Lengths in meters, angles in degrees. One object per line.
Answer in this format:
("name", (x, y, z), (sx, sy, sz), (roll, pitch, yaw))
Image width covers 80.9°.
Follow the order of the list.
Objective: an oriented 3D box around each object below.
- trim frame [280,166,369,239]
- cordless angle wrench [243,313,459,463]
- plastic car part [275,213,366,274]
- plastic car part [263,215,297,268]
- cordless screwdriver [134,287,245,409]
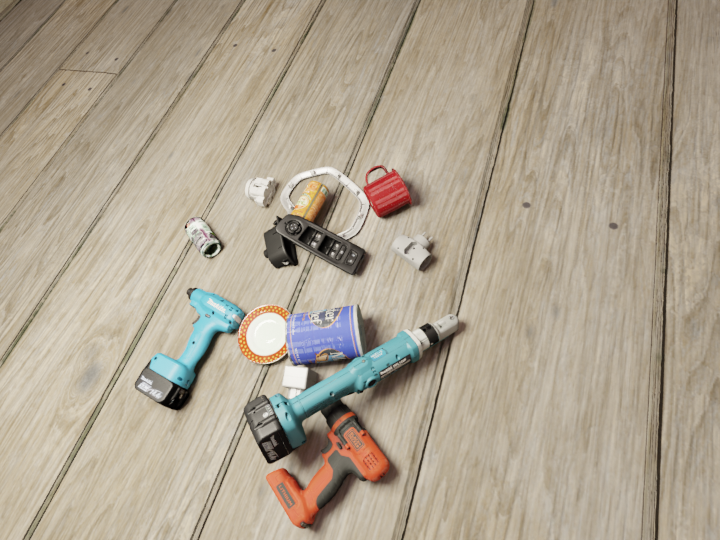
("trim frame", (-0.092, -0.165, 1.033), (0.183, 0.026, 0.260), (-39, 62, -7))
("cordless angle wrench", (0.005, 0.183, 0.750), (0.416, 0.094, 0.079), (-27, 42, -16))
("plastic car part", (-0.092, -0.060, 0.941), (0.204, 0.066, 0.066), (29, 78, 2))
("plastic car part", (-0.195, -0.057, 0.988), (0.072, 0.062, 0.120), (-22, 62, 19))
("cordless screwdriver", (-0.380, 0.156, 0.912), (0.166, 0.071, 0.248), (23, 67, 24))
